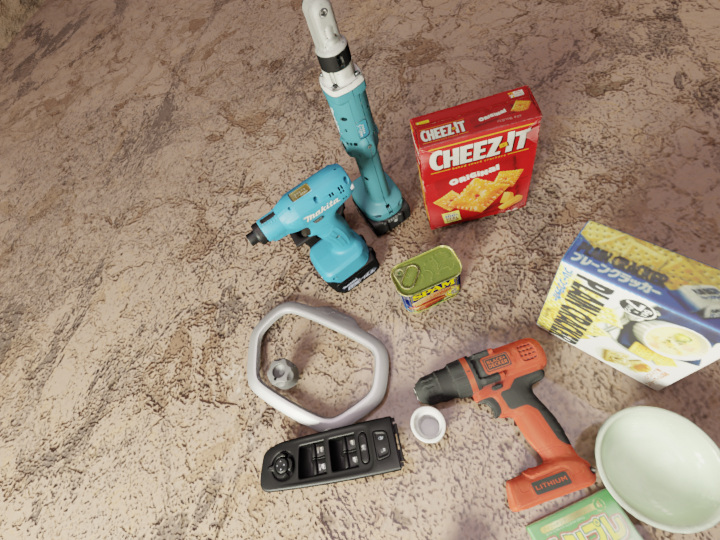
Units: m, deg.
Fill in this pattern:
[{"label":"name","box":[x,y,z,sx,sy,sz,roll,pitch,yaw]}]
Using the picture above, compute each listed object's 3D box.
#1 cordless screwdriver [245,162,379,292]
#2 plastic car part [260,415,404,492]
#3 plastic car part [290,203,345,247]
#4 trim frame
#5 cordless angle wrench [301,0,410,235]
[{"label":"cordless screwdriver","box":[-0.064,-0.042,0.653,0.159,0.237,0.078,-34,60,-3]},{"label":"plastic car part","box":[-0.041,0.258,0.584,0.205,0.064,0.069,-16,59,9]},{"label":"plastic car part","box":[-0.071,-0.083,0.778,0.116,0.067,0.069,-31,59,-1]},{"label":"trim frame","box":[-0.075,0.144,0.680,0.260,0.026,0.184,19,70,26]},{"label":"cordless angle wrench","box":[-0.003,-0.197,0.618,0.074,0.403,0.103,-32,60,-3]}]
